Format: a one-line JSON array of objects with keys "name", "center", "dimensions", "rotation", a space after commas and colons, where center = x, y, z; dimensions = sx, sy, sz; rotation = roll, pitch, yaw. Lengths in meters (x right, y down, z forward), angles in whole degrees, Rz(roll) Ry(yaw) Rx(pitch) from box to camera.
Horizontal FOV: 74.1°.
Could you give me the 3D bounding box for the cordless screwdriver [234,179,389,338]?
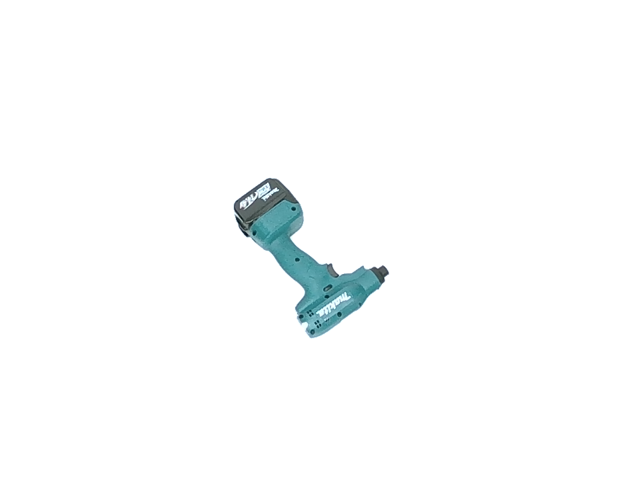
[{"name": "cordless screwdriver", "center": [-0.018, 0.013, 0.678], "dimensions": [0.159, 0.249, 0.074], "rotation": [-33, -14, -12]}]
